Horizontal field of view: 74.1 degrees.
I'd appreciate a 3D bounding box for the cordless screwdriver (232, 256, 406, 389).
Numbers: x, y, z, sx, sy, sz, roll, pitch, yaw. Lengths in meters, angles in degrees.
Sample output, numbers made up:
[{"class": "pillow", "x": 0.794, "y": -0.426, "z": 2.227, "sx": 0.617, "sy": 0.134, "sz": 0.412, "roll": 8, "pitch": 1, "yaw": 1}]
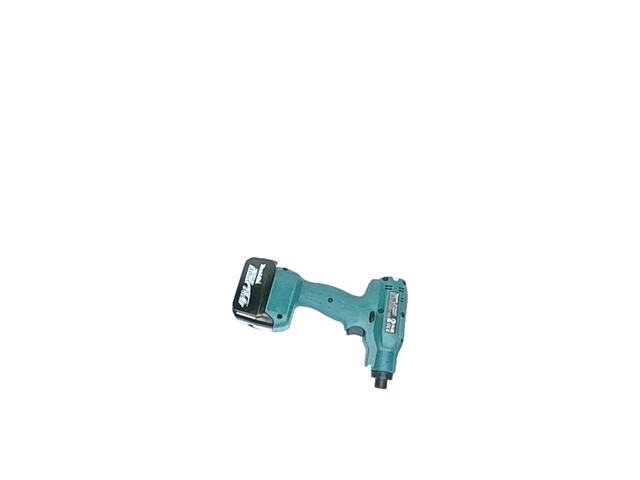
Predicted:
[{"class": "cordless screwdriver", "x": 0.000, "y": 0.115, "z": 0.608, "sx": 0.249, "sy": 0.159, "sz": 0.074, "roll": 11, "pitch": -18, "yaw": -6}]
